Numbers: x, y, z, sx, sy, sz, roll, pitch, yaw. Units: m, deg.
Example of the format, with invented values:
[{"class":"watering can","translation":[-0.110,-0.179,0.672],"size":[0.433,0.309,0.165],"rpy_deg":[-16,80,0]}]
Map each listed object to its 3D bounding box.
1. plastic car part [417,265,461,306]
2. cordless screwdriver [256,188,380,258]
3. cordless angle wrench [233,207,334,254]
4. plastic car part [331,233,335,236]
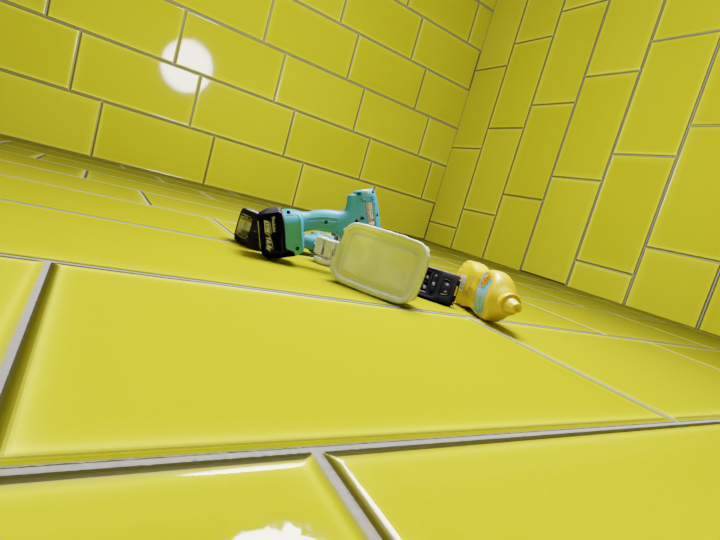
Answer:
[{"class":"plastic car part","translation":[0.100,0.013,0.886],"size":[0.209,0.066,0.065],"rpy_deg":[18,-2,16]},{"class":"cordless screwdriver","translation":[-0.078,-0.068,0.846],"size":[0.245,0.157,0.076],"rpy_deg":[-11,10,-12]},{"class":"cordless angle wrench","translation":[-0.100,-0.066,1.028],"size":[0.401,0.074,0.104],"rpy_deg":[11,9,-43]},{"class":"plastic car part","translation":[-0.041,-0.079,1.191],"size":[0.069,0.066,0.119],"rpy_deg":[58,6,-18]}]
